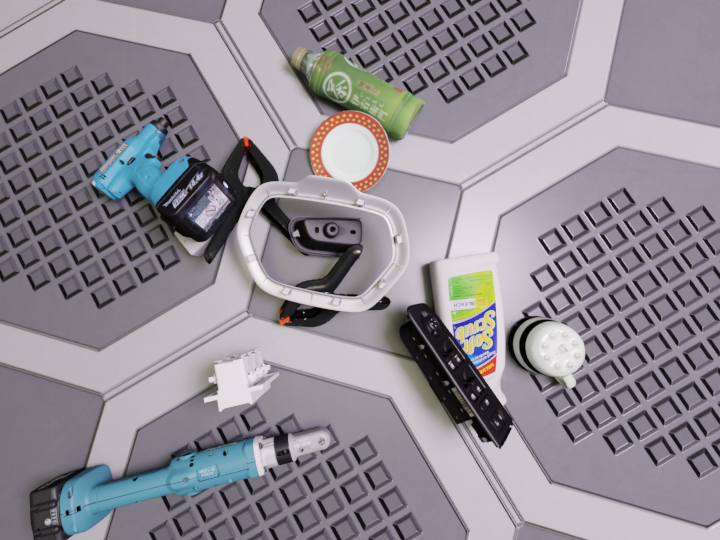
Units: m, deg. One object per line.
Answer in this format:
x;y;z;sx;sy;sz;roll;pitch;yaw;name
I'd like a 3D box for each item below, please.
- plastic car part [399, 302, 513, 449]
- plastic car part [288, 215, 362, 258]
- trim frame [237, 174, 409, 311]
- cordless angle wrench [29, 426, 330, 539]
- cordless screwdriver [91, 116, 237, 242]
0.120;0.137;0.578;0.064;0.068;0.207;-21;76;-44;plastic car part
-0.044;-0.056;0.635;0.113;0.072;0.066;3;83;-19;plastic car part
-0.058;-0.038;0.589;0.254;0.027;0.182;12;100;12;trim frame
-0.249;0.295;0.617;0.422;0.097;0.075;-14;82;-1;cordless angle wrench
-0.289;-0.150;0.640;0.262;0.070;0.159;25;74;31;cordless screwdriver
